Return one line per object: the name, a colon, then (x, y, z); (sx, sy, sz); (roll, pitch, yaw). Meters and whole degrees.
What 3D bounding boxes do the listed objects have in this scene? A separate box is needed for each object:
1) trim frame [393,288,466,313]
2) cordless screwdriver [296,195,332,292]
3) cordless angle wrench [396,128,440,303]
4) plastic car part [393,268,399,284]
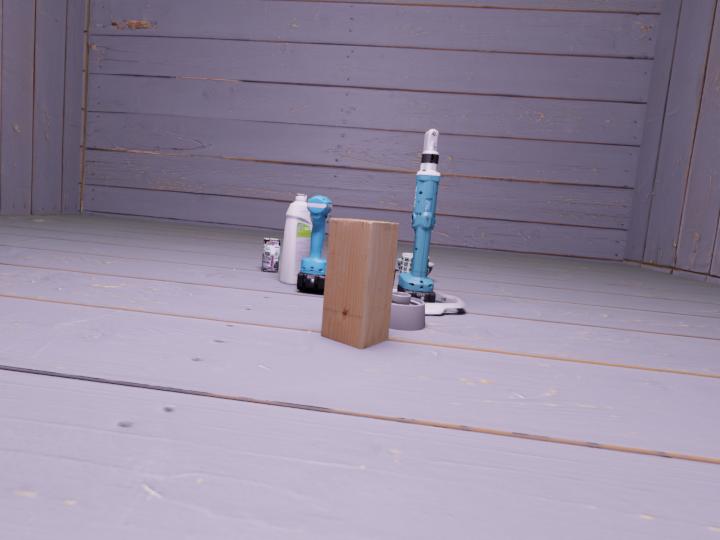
trim frame: (0.131, 0.073, 1.030); (0.244, 0.027, 0.189); (3, 8, -12)
cordless screwdriver: (-0.109, -0.071, 1.115); (0.075, 0.247, 0.158); (6, 6, 6)
cordless angle wrench: (0.149, -0.121, 1.005); (0.074, 0.420, 0.099); (5, 5, -7)
plastic car part: (0.046, 0.024, 1.167); (0.123, 0.070, 0.063); (12, 9, 43)
